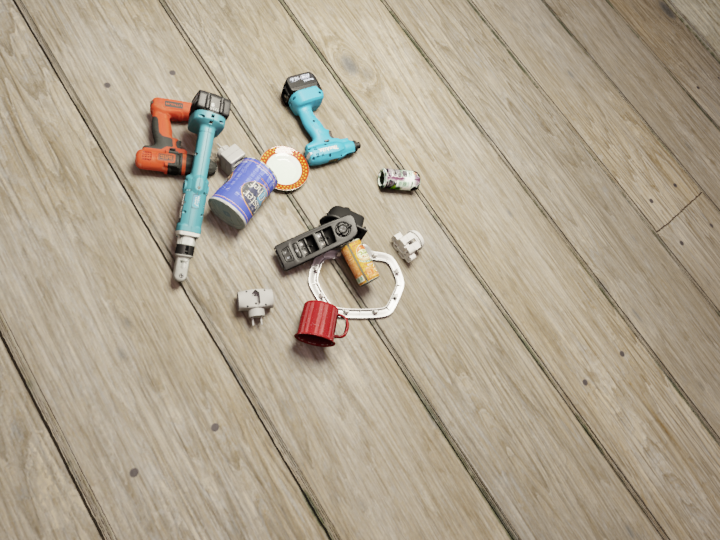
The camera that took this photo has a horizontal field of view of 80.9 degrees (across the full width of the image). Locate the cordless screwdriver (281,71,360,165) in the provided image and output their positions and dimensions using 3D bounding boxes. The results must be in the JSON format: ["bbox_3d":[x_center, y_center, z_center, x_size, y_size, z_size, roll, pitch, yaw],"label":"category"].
[{"bbox_3d":[-0.108,-0.410,1.143,0.155,0.075,0.252,-19,81,-22],"label":"cordless screwdriver"}]

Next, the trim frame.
[{"bbox_3d":[-0.006,0.024,1.039,0.243,0.027,0.188,1,70,-13],"label":"trim frame"}]

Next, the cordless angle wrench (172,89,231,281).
[{"bbox_3d":[-0.369,-0.185,0.945,0.071,0.102,0.425,12,81,-33],"label":"cordless angle wrench"}]

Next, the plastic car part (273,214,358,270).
[{"bbox_3d":[-0.099,-0.065,1.010,0.203,0.065,0.068,-26,74,1],"label":"plastic car part"}]

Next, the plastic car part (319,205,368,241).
[{"bbox_3d":[-0.037,-0.128,1.072,0.116,0.066,0.071,28,51,-2],"label":"plastic car part"}]
